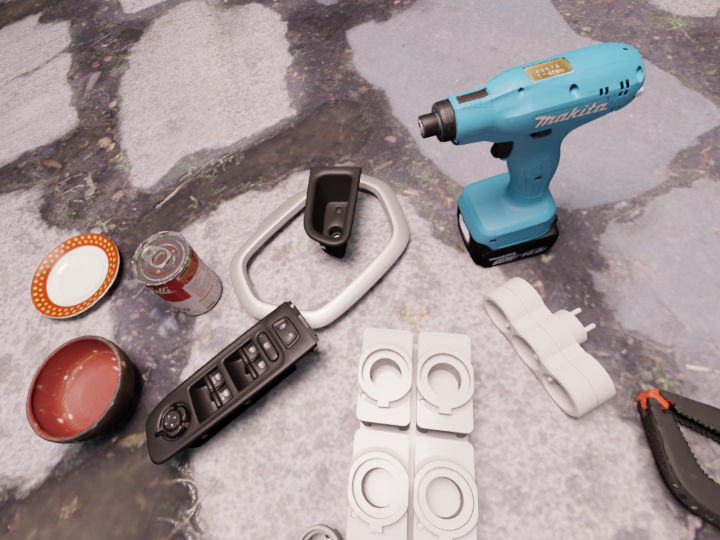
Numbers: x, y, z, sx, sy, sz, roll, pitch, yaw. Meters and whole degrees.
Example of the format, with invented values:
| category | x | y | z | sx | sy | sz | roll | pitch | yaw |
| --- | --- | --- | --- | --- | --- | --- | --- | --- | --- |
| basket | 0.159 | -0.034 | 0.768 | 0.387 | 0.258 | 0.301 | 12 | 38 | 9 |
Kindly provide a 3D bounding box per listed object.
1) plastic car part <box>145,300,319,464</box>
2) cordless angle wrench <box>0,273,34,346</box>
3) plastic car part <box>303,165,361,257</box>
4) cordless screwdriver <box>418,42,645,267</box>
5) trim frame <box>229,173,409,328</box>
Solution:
| category | x | y | z | sx | sy | sz | roll | pitch | yaw |
| --- | --- | --- | --- | --- | --- | --- | --- | --- | --- |
| plastic car part | -0.135 | 0.121 | 0.451 | 0.201 | 0.064 | 0.069 | -36 | 63 | -9 |
| cordless angle wrench | -0.517 | -0.025 | 0.410 | 0.074 | 0.407 | 0.102 | -42 | 66 | -14 |
| plastic car part | -0.033 | -0.066 | 0.529 | 0.067 | 0.068 | 0.119 | 1 | 63 | 9 |
| cordless screwdriver | 0.134 | -0.088 | 0.408 | 0.160 | 0.239 | 0.077 | -13 | 62 | 1 |
| trim frame | -0.053 | -0.035 | 0.540 | 0.193 | 0.026 | 0.247 | 38 | 75 | 26 |
